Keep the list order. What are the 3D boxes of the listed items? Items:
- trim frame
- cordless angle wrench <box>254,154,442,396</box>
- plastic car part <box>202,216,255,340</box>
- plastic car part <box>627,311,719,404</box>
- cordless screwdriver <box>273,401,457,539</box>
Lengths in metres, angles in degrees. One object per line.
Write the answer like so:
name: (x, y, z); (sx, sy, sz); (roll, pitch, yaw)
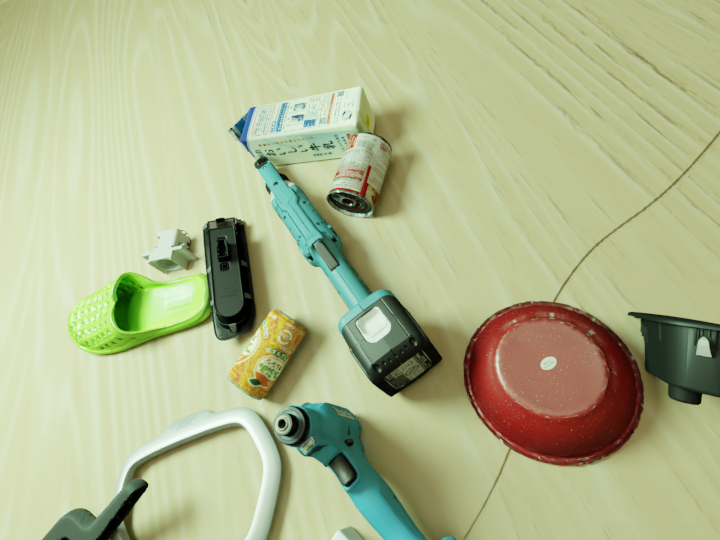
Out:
trim frame: (-0.204, 0.268, 0.512); (0.251, 0.026, 0.192); (-27, 59, 11)
cordless angle wrench: (-0.056, -0.037, 0.571); (0.074, 0.093, 0.446); (-38, 53, 1)
plastic car part: (-0.193, -0.001, 0.618); (0.065, 0.066, 0.210); (-7, 62, -16)
plastic car part: (0.275, 0.074, 0.359); (0.069, 0.112, 0.071); (6, 92, 24)
cordless screwdriver: (0.020, 0.219, 0.363); (0.074, 0.151, 0.262); (-43, 59, -3)
